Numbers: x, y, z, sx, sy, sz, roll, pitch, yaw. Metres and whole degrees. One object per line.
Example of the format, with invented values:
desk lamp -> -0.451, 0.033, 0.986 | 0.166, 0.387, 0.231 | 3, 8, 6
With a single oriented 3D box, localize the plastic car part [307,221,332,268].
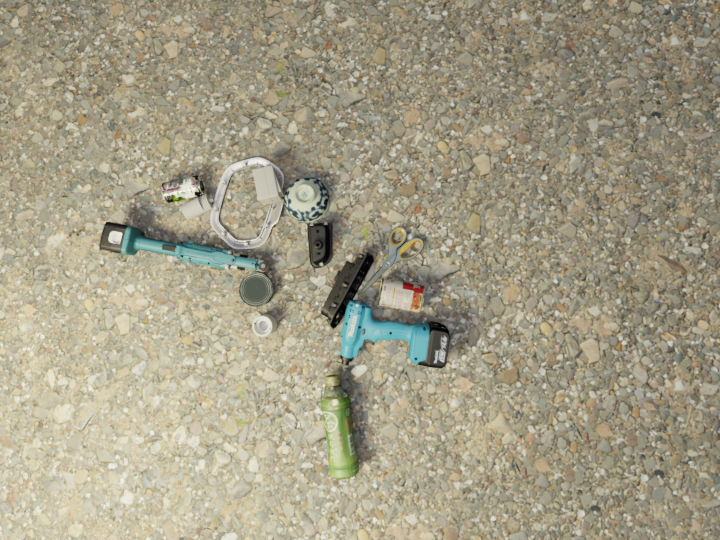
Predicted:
plastic car part -> -0.103, -0.067, 1.049 | 0.066, 0.069, 0.118 | -3, 81, 3

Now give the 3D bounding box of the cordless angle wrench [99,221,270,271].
cordless angle wrench -> -0.437, -0.047, 1.074 | 0.425, 0.097, 0.074 | 11, 86, 2

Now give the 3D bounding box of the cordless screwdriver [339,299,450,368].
cordless screwdriver -> 0.076, 0.174, 1.001 | 0.253, 0.073, 0.158 | 13, 96, 9

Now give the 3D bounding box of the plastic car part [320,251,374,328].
plastic car part -> -0.039, 0.043, 1.033 | 0.069, 0.064, 0.203 | 23, 86, 14

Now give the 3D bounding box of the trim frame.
trim frame -> -0.293, -0.178, 1.102 | 0.186, 0.027, 0.249 | 15, 83, 6
